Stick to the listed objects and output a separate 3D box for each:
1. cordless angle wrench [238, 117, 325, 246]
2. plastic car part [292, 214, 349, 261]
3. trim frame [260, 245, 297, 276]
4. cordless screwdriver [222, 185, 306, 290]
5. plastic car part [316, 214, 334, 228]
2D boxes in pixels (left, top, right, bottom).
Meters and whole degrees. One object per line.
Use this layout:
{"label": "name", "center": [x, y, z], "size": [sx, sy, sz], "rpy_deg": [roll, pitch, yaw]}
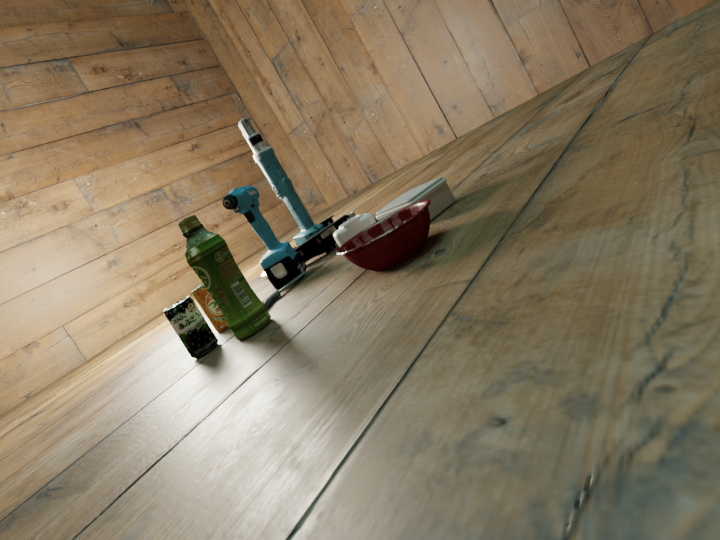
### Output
{"label": "cordless angle wrench", "center": [-0.217, -0.232, 1.169], "size": [0.073, 0.418, 0.101], "rpy_deg": [-35, 8, -34]}
{"label": "plastic car part", "center": [-0.106, -0.069, 1.085], "size": [0.204, 0.066, 0.067], "rpy_deg": [-29, 9, 7]}
{"label": "trim frame", "center": [-0.219, -0.041, 1.338], "size": [0.189, 0.027, 0.246], "rpy_deg": [-25, 13, 27]}
{"label": "cordless screwdriver", "center": [-0.221, -0.075, 0.953], "size": [0.075, 0.246, 0.159], "rpy_deg": [-29, 8, 11]}
{"label": "plastic car part", "center": [-0.105, -0.114, 1.257], "size": [0.065, 0.070, 0.120], "rpy_deg": [-35, 11, -28]}
